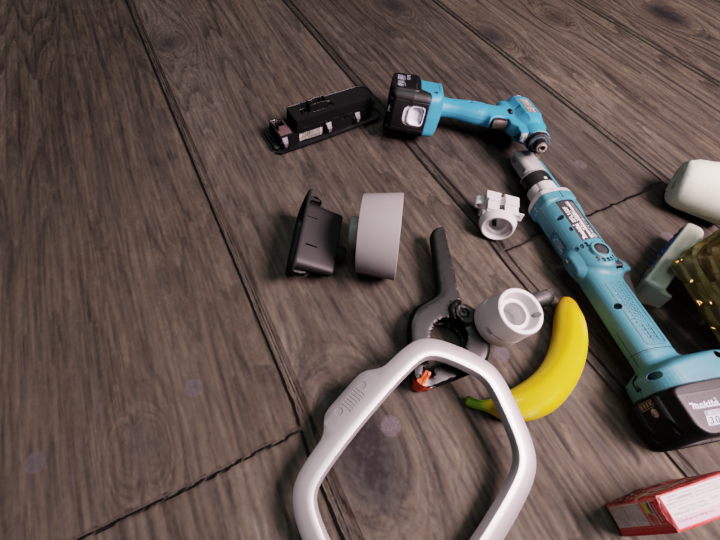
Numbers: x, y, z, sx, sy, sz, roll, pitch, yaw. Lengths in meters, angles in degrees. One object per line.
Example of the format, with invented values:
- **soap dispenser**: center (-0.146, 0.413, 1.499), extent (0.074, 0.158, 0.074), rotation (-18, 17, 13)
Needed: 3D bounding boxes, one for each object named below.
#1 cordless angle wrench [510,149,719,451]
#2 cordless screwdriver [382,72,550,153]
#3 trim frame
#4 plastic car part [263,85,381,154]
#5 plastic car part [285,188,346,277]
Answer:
- **cordless angle wrench**: center (0.292, -0.010, 0.533), extent (0.097, 0.072, 0.440), rotation (-8, 54, -10)
- **cordless screwdriver**: center (0.164, -0.242, 0.668), extent (0.249, 0.072, 0.163), rotation (8, 40, -1)
- **trim frame**: center (0.052, 0.179, 0.394), extent (0.189, 0.027, 0.247), rotation (40, 71, 14)
- **plastic car part**: center (-0.059, -0.259, 0.699), extent (0.198, 0.065, 0.070), rotation (-22, 53, -20)
- **plastic car part**: center (-0.053, -0.035, 0.545), extent (0.069, 0.066, 0.119), rotation (12, 57, -14)
